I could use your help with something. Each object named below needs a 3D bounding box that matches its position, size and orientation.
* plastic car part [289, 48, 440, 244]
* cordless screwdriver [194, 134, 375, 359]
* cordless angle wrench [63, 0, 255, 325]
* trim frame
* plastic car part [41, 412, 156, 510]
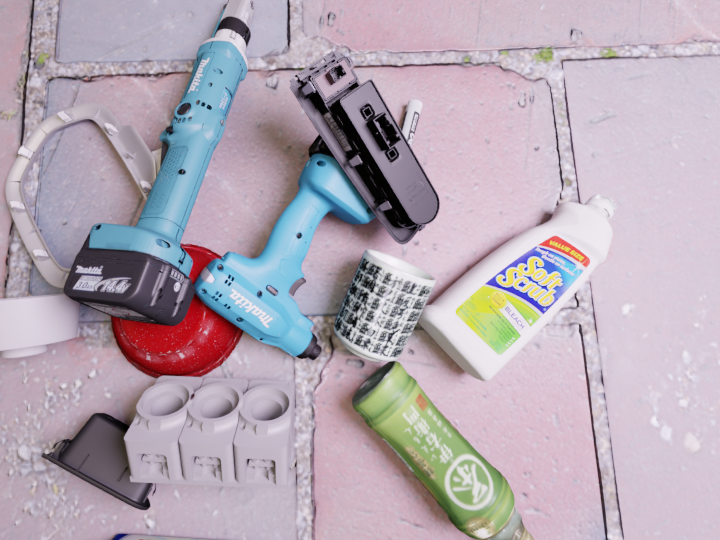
[{"bbox_3d":[0.019,-0.117,0.412,0.065,0.070,0.196,-42,112,-23],"label":"plastic car part"},{"bbox_3d":[-0.046,-0.030,0.469,0.153,0.077,0.248,40,81,-22],"label":"cordless screwdriver"},{"bbox_3d":[-0.181,-0.156,0.463,0.101,0.071,0.429,2,66,18],"label":"cordless angle wrench"},{"bbox_3d":[-0.324,-0.094,0.495,0.184,0.027,0.257,-36,72,-2],"label":"trim frame"},{"bbox_3d":[-0.259,0.193,0.455,0.117,0.065,0.071,25,68,0],"label":"plastic car part"}]
